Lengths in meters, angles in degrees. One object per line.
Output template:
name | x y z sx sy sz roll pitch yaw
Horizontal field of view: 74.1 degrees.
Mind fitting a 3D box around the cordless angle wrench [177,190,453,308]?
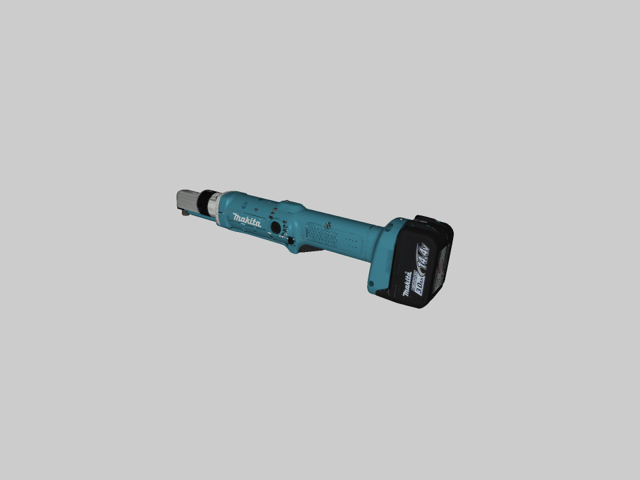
cordless angle wrench | -0.044 -0.020 0.576 0.423 0.098 0.074 15 21 28
